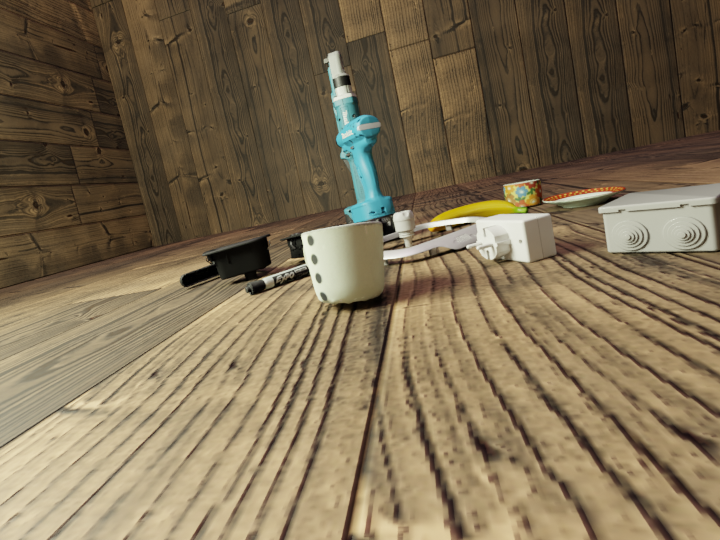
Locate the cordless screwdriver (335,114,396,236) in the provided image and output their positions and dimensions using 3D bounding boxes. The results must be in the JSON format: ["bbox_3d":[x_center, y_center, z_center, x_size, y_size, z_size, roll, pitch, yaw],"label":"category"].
[{"bbox_3d":[0.006,-0.182,0.872,0.072,0.246,0.165,-14,8,-21],"label":"cordless screwdriver"}]

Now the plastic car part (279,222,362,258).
[{"bbox_3d":[-0.075,-0.049,0.763,0.064,0.066,0.212,-18,12,-36],"label":"plastic car part"}]

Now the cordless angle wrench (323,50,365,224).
[{"bbox_3d":[-0.015,-0.286,0.971,0.101,0.419,0.073,-9,7,20],"label":"cordless angle wrench"}]

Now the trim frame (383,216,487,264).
[{"bbox_3d":[0.103,-0.050,0.679,0.241,0.027,0.192,-19,13,-30],"label":"trim frame"}]

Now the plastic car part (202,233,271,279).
[{"bbox_3d":[-0.206,-0.017,0.738,0.116,0.070,0.067,-13,9,-5],"label":"plastic car part"}]
